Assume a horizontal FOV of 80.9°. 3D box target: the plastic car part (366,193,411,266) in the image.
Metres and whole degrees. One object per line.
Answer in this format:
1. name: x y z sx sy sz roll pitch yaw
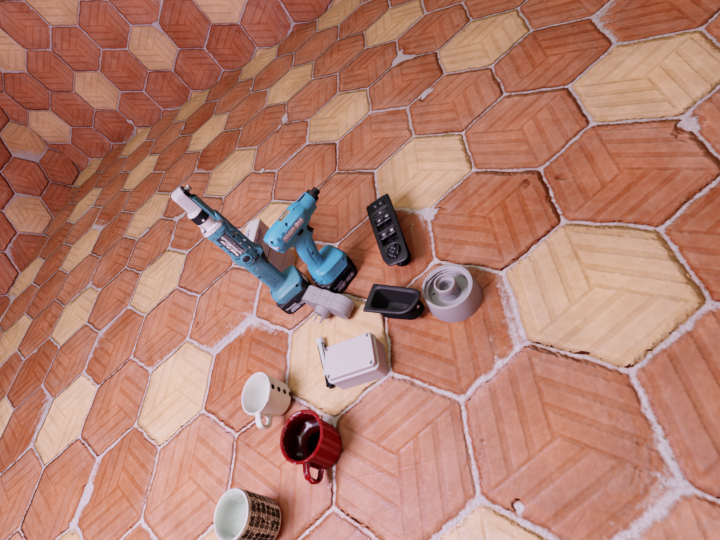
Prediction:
1. plastic car part: 0.069 -0.084 0.981 0.067 0.063 0.211 -28 46 16

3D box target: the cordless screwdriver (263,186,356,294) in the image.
1. cordless screwdriver: -0.094 -0.061 0.958 0.079 0.235 0.159 28 76 46

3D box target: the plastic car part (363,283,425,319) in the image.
1. plastic car part: 0.077 0.073 0.852 0.122 0.067 0.066 4 60 38

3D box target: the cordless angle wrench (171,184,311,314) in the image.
1. cordless angle wrench: -0.257 -0.041 0.942 0.098 0.400 0.078 -39 43 4
